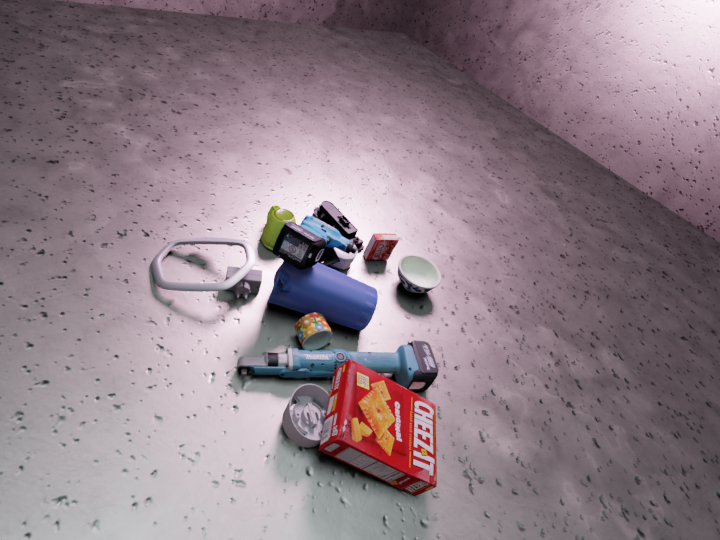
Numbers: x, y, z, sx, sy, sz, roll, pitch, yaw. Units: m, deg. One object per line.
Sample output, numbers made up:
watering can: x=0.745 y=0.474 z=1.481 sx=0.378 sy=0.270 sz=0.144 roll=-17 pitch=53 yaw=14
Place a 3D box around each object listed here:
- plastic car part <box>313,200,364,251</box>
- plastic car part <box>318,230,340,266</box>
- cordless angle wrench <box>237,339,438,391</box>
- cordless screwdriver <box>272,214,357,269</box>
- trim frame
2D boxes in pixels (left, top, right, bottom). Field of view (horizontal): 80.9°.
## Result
plastic car part: x=-0.068 y=-0.139 z=1.256 sx=0.064 sy=0.065 sz=0.213 roll=-24 pitch=55 yaw=-31
plastic car part: x=-0.109 y=-0.051 z=1.135 sx=0.065 sy=0.069 sz=0.121 roll=-17 pitch=64 yaw=-16
cordless angle wrench: x=-0.047 y=0.200 z=0.900 sx=0.413 sy=0.073 sz=0.102 roll=4 pitch=44 yaw=-14
cordless screwdriver: x=-0.097 y=-0.064 z=0.997 sx=0.161 sy=0.074 sz=0.247 roll=28 pitch=17 yaw=4
trim frame: x=-0.369 y=-0.020 z=0.994 sx=0.251 sy=0.026 sz=0.189 roll=-1 pitch=47 yaw=5
